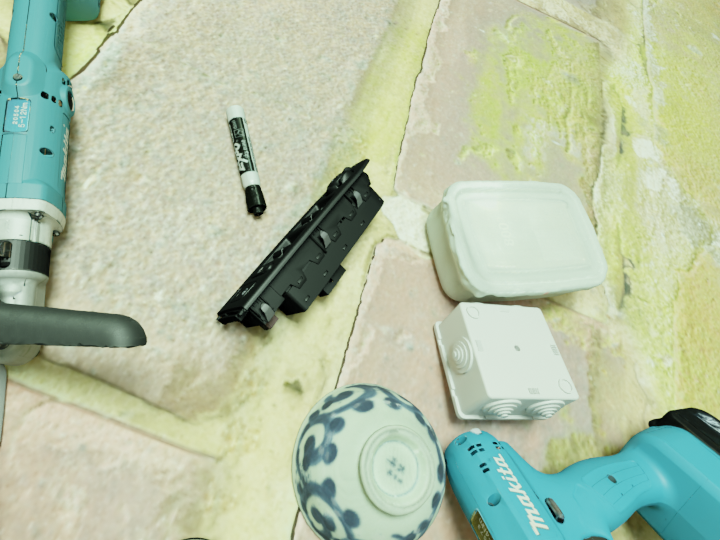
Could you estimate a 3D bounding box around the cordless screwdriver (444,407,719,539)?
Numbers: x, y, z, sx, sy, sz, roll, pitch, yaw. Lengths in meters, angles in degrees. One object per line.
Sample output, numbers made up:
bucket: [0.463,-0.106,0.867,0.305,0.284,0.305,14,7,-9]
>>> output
cordless screwdriver: [0.202,0.184,0.299,0.243,0.073,0.166,0,29,-16]

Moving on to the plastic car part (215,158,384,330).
plastic car part: [-0.036,-0.024,0.373,0.066,0.067,0.203,37,61,-11]

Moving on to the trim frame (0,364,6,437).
trim frame: [-0.327,0.099,0.255,0.179,0.027,0.256,-7,66,-17]

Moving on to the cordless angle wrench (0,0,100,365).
cordless angle wrench: [-0.268,-0.140,0.348,0.073,0.098,0.433,-4,71,-17]
